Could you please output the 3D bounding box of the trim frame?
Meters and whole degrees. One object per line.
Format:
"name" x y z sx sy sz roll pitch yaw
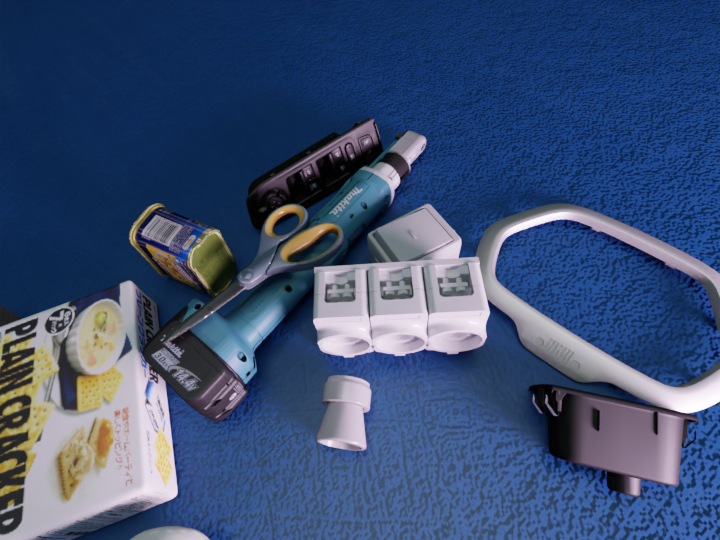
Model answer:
"trim frame" 0.237 0.022 0.421 0.260 0.026 0.182 36 69 26

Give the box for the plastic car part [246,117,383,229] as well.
"plastic car part" -0.068 -0.131 0.555 0.201 0.063 0.071 -37 50 -14

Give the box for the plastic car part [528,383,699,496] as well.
"plastic car part" 0.203 0.137 0.339 0.119 0.064 0.071 12 75 13

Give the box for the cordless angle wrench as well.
"cordless angle wrench" -0.047 -0.031 0.484 0.102 0.071 0.420 31 65 24
